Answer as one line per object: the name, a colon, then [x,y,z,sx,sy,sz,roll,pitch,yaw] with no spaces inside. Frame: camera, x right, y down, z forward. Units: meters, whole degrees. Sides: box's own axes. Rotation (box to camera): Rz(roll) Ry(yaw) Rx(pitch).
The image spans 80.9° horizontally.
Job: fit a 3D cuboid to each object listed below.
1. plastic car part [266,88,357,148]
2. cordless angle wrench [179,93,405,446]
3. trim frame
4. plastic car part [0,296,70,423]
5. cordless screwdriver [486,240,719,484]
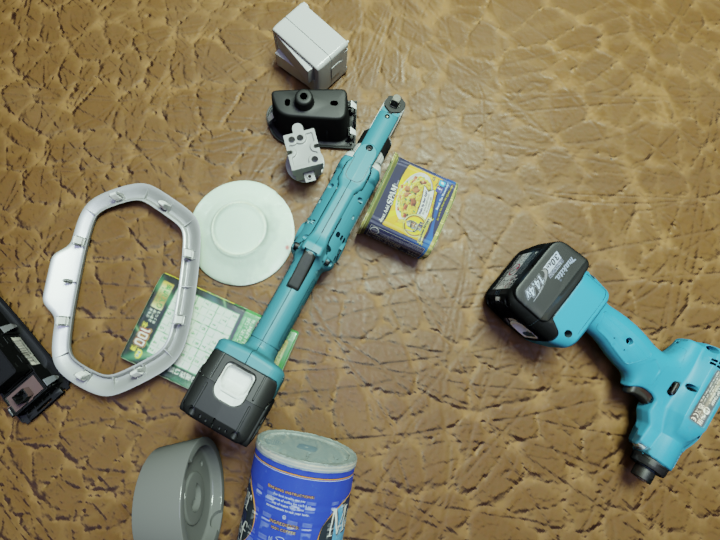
plastic car part: [-0.060,-0.193,0.514,0.116,0.070,0.067,3,80,-3]
cordless angle wrench: [-0.046,-0.030,0.472,0.075,0.097,0.424,26,73,2]
trim frame: [-0.277,0.015,0.489,0.187,0.027,0.251,2,79,10]
plastic car part: [-0.425,0.079,0.475,0.066,0.065,0.207,-44,79,-1]
cordless screwdriver: [0.253,0.092,0.452,0.250,0.074,0.159,36,82,3]
